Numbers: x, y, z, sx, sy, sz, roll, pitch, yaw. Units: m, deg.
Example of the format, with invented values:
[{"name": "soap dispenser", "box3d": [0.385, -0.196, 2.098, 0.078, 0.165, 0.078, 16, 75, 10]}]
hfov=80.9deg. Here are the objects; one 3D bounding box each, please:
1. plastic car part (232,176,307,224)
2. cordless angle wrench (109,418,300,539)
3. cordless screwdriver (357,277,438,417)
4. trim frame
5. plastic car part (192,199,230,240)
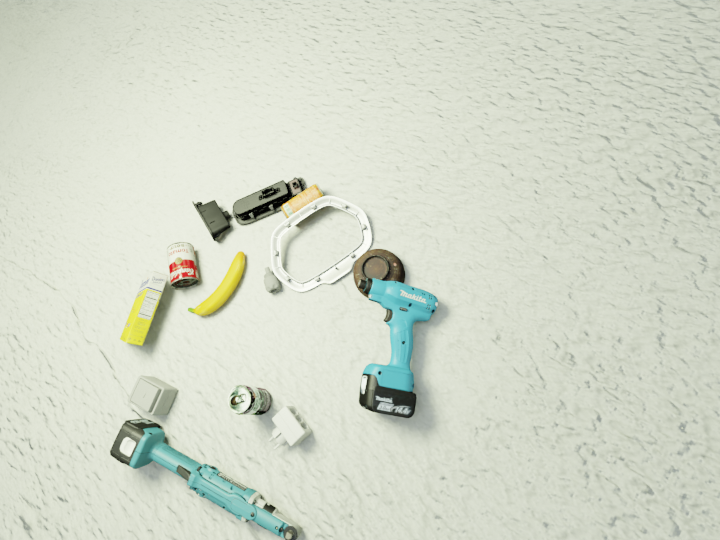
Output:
[{"name": "plastic car part", "box3d": [-0.234, -0.174, 1.051, 0.205, 0.065, 0.068, -23, 76, 11]}, {"name": "cordless angle wrench", "box3d": [-0.310, 0.423, 0.848, 0.438, 0.094, 0.075, 18, 78, 18]}, {"name": "cordless screwdriver", "box3d": [0.048, 0.141, 0.810, 0.158, 0.074, 0.251, 16, 73, -6]}, {"name": "trim frame", "box3d": [-0.094, -0.062, 0.964, 0.249, 0.027, 0.187, -33, 80, 2]}, {"name": "plastic car part", "box3d": [-0.371, -0.134, 1.083, 0.070, 0.064, 0.121, -34, 68, -13]}]
